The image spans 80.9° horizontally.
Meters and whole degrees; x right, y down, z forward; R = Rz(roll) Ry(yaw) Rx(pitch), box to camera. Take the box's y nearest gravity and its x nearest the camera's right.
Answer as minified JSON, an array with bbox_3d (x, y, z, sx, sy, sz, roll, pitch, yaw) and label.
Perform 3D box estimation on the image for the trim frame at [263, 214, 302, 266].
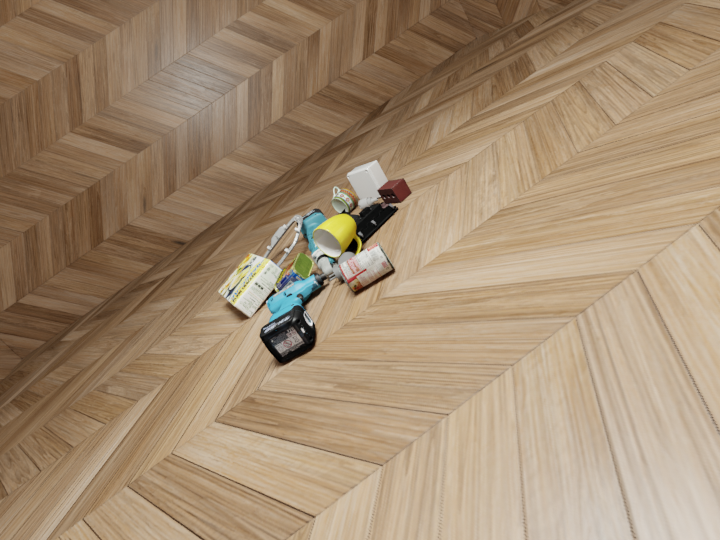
[{"bbox_3d":[-0.260,-0.075,1.353,0.249,0.026,0.192,-51,29,19],"label":"trim frame"}]

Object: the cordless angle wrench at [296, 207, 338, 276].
[{"bbox_3d":[-0.119,-0.078,1.221,0.098,0.071,0.438,-34,25,3],"label":"cordless angle wrench"}]

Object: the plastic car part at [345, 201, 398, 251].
[{"bbox_3d":[0.015,-0.127,1.146,0.070,0.064,0.201,8,50,51],"label":"plastic car part"}]

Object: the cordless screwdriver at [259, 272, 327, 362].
[{"bbox_3d":[-0.137,0.085,0.926,0.160,0.072,0.255,-33,19,4],"label":"cordless screwdriver"}]

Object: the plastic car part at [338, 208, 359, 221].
[{"bbox_3d":[-0.035,-0.125,1.202,0.074,0.064,0.116,-1,30,24],"label":"plastic car part"}]
